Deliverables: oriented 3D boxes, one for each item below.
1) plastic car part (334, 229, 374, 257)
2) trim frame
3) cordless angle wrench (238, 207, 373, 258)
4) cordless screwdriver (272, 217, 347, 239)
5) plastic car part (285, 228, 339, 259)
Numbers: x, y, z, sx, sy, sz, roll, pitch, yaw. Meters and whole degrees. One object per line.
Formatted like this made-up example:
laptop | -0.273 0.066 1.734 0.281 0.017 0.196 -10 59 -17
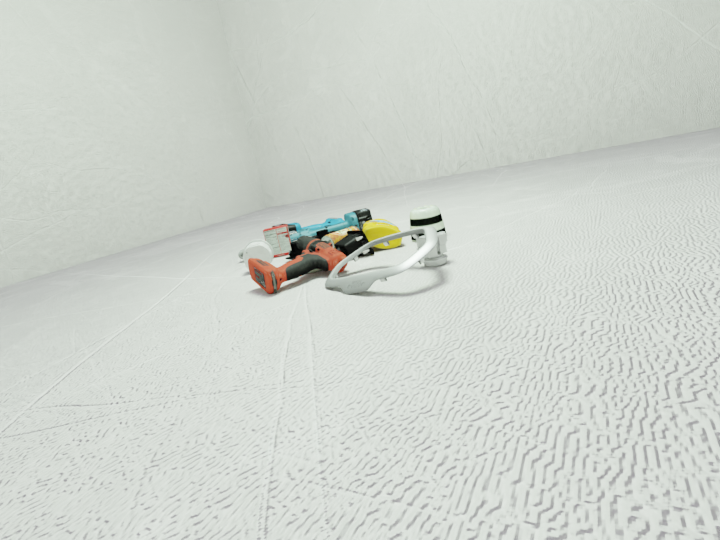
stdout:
plastic car part | -0.028 -0.058 1.039 0.070 0.064 0.121 -31 16 -18
trim frame | 0.035 -0.020 0.780 0.259 0.027 0.182 -10 27 45
cordless angle wrench | -0.171 -0.102 1.305 0.421 0.073 0.100 -16 13 -3
cordless screwdriver | -0.160 -0.131 1.402 0.242 0.073 0.166 -14 13 -24
plastic car part | -0.114 -0.075 1.169 0.197 0.065 0.070 -23 23 -27
